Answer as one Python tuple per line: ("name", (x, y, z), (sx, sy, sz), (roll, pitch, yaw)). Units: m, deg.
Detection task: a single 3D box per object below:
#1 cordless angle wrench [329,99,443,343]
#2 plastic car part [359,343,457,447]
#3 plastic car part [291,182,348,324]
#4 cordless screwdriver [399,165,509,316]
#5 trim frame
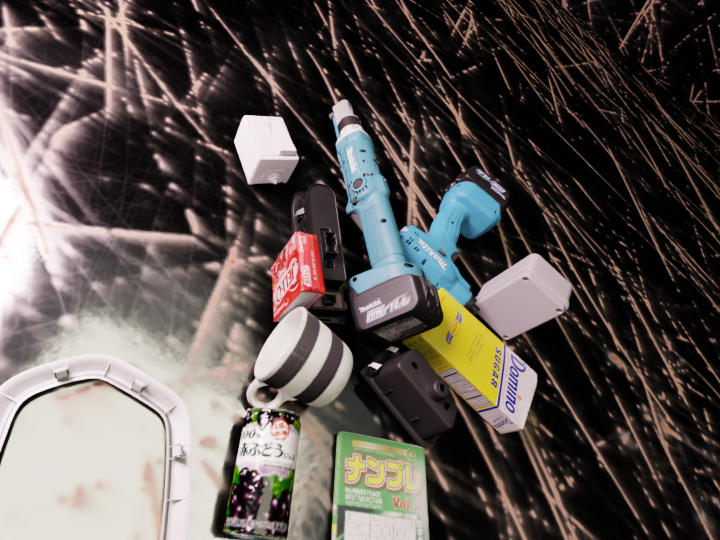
("cordless angle wrench", (0.009, -0.111, 0.613), (0.070, 0.100, 0.439), (34, 36, -47))
("plastic car part", (0.068, 0.139, 0.489), (0.064, 0.071, 0.119), (-31, 75, -39))
("plastic car part", (-0.054, -0.035, 0.550), (0.065, 0.066, 0.210), (1, 56, -17))
("cordless screwdriver", (0.162, -0.051, 0.666), (0.160, 0.075, 0.245), (43, 54, 3))
("trim frame", (-0.227, 0.187, 0.329), (0.177, 0.028, 0.256), (6, 58, -23))
